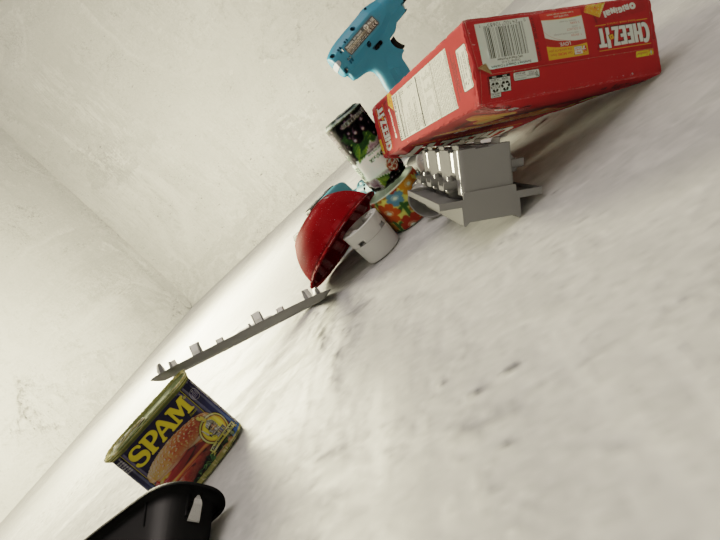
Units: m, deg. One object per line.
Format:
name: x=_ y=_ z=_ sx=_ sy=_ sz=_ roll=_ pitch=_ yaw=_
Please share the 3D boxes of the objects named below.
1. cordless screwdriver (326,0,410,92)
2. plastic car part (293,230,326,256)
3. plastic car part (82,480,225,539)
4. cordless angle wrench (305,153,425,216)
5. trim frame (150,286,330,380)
cordless screwdriver: x=0.089 y=-0.303 z=0.647 sx=0.159 sy=0.245 sz=0.075 roll=-49 pitch=9 yaw=7
plastic car part: x=-0.074 y=-0.048 z=0.758 sx=0.066 sy=0.066 sz=0.206 roll=-17 pitch=3 yaw=-12
plastic car part: x=-0.151 y=0.211 z=0.296 sx=0.117 sy=0.063 sz=0.074 roll=-39 pitch=28 yaw=10
cordless angle wrench: x=0.024 y=-0.146 z=0.754 sx=0.097 sy=0.072 sz=0.436 roll=-50 pitch=18 yaw=-22
trim frame: x=-0.150 y=0.078 z=0.535 sx=0.248 sy=0.028 sz=0.182 roll=-29 pitch=-3 yaw=-3
